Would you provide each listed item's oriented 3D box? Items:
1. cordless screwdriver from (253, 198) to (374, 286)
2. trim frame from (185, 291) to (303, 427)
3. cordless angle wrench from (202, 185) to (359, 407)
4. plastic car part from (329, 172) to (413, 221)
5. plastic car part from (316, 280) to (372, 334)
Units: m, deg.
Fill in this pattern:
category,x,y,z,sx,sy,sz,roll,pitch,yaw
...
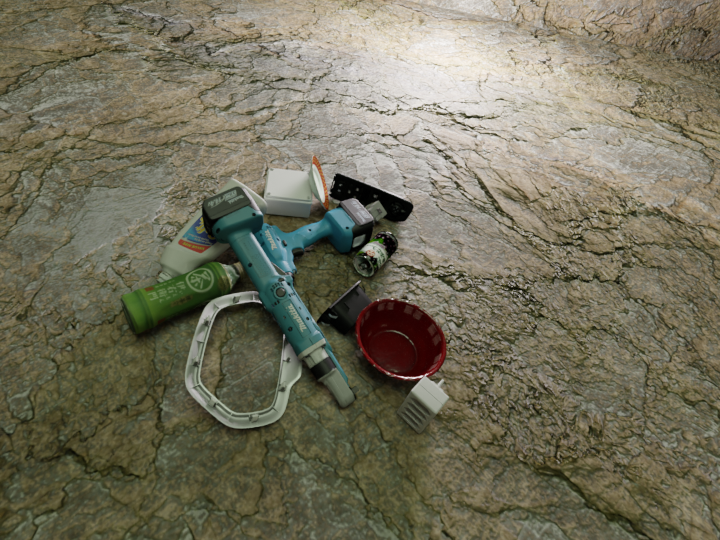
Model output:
category,x,y,z,sx,sy,sz,roll,pitch,yaw
cordless screwdriver,-0.086,-0.057,0.884,0.243,0.072,0.167,-19,54,-21
trim frame,-0.185,0.134,0.701,0.179,0.027,0.256,16,43,-15
cordless angle wrench,-0.140,0.044,0.733,0.096,0.074,0.435,-29,74,-22
plastic car part,0.029,-0.176,1.027,0.208,0.066,0.066,24,22,13
plastic car part,-0.014,0.074,0.790,0.072,0.066,0.114,48,51,9
